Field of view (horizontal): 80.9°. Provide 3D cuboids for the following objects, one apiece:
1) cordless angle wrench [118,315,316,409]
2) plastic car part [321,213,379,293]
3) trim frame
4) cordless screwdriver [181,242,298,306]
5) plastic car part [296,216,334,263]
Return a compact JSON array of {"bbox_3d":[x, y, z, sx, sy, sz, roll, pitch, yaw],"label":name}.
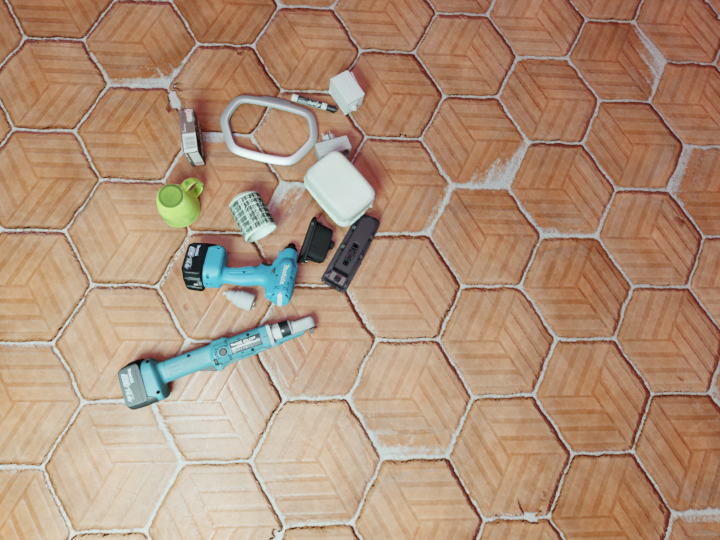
[{"bbox_3d":[-0.300,0.181,0.930,0.418,0.074,0.099,-19,82,-10],"label":"cordless angle wrench"},{"bbox_3d":[-0.019,-0.051,1.001,0.067,0.066,0.203,27,75,6],"label":"plastic car part"},{"bbox_3d":[-0.230,-0.359,1.067,0.249,0.027,0.185,11,79,0],"label":"trim frame"},{"bbox_3d":[-0.267,-0.013,0.961,0.249,0.073,0.163,9,52,-1],"label":"cordless screwdriver"},{"bbox_3d":[-0.098,-0.064,1.002,0.069,0.067,0.117,24,74,-17],"label":"plastic car part"}]
